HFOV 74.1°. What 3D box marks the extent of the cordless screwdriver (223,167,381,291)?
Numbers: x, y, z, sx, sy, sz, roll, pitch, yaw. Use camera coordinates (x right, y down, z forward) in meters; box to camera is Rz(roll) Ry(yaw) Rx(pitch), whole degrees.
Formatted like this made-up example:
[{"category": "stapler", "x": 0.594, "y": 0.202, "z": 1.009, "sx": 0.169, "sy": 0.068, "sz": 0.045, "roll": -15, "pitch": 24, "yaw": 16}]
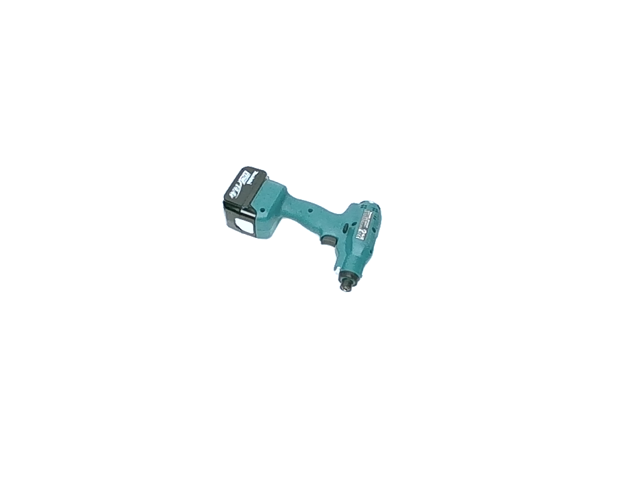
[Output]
[{"category": "cordless screwdriver", "x": -0.035, "y": -0.018, "z": 0.682, "sx": 0.249, "sy": 0.158, "sz": 0.074, "roll": 16, "pitch": -33, "yaw": 6}]
